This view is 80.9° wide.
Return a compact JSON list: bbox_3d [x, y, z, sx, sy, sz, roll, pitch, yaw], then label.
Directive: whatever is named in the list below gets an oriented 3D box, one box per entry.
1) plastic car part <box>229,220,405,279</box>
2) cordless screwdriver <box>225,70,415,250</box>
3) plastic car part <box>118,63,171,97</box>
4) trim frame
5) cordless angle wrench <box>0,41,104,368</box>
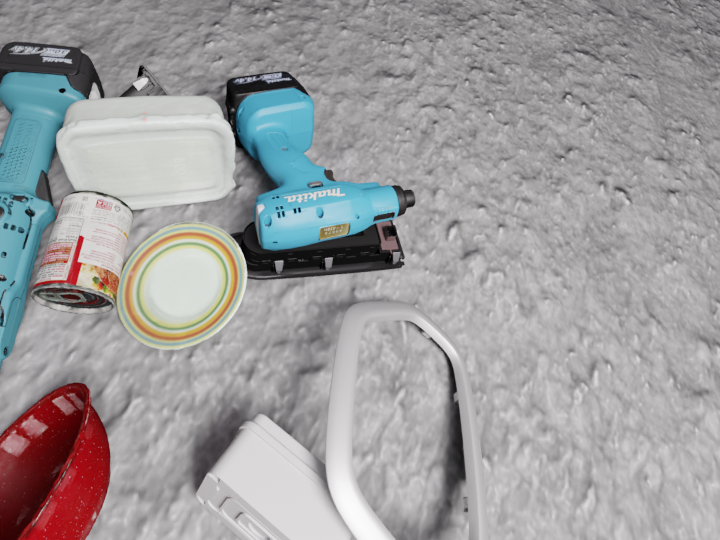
[{"bbox_3d":[-0.045,-0.030,0.463,0.199,0.066,0.068,-7,72,-11],"label":"plastic car part"},{"bbox_3d":[-0.058,-0.131,0.469,0.156,0.072,0.261,-13,51,-16],"label":"cordless screwdriver"},{"bbox_3d":[-0.260,-0.187,0.492,0.070,0.063,0.123,-44,33,-15],"label":"plastic car part"},{"bbox_3d":[0.047,0.132,0.370,0.177,0.028,0.255,27,41,-21],"label":"trim frame"},{"bbox_3d":[-0.340,-0.044,0.410,0.096,0.074,0.434,0,64,-12],"label":"cordless angle wrench"}]
